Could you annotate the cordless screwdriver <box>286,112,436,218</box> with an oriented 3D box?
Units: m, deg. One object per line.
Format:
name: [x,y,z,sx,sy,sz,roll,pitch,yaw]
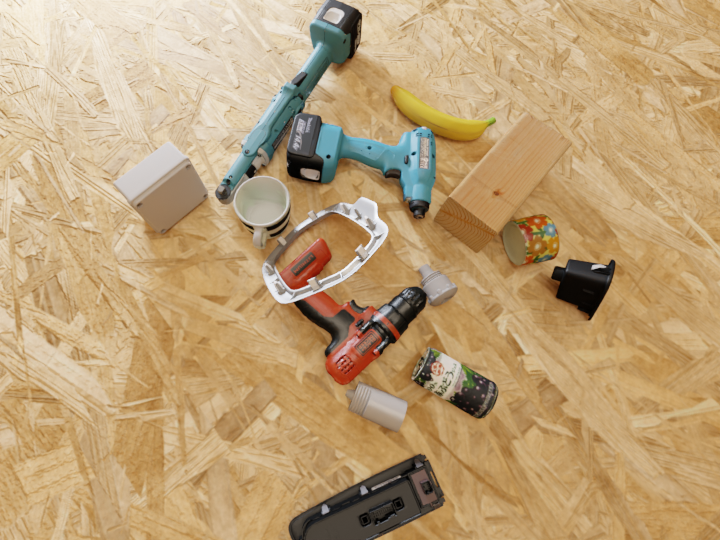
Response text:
cordless screwdriver: [0.001,-0.172,0.703,0.248,0.073,0.162,6,70,-2]

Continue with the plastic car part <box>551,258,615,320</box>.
plastic car part: [0.318,0.015,0.615,0.074,0.110,0.066,16,69,28]

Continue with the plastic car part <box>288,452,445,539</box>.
plastic car part: [0.009,0.308,0.530,0.202,0.066,0.067,-22,80,-5]

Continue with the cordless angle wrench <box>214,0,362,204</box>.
cordless angle wrench: [-0.129,-0.291,0.745,0.076,0.096,0.423,28,76,7]

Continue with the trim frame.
trim frame: [-0.057,-0.037,0.586,0.183,0.259,0.026,-37,116,-5]
